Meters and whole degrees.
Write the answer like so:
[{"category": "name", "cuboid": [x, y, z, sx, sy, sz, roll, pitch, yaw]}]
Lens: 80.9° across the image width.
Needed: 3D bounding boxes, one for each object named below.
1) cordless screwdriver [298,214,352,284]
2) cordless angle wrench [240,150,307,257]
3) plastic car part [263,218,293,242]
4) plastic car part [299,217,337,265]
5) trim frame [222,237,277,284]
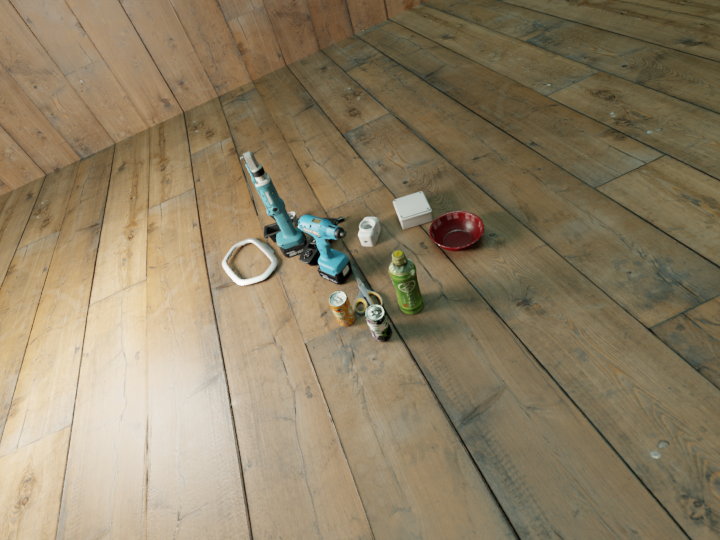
[{"category": "cordless screwdriver", "cuboid": [-0.085, -0.059, 1.280, 0.168, 0.237, 0.074, 20, 57, 34]}, {"category": "cordless angle wrench", "cuboid": [-0.282, -0.213, 1.386, 0.098, 0.403, 0.077, -18, 44, 3]}, {"category": "plastic car part", "cuboid": [-0.291, -0.139, 1.560, 0.118, 0.067, 0.068, -14, 45, 9]}, {"category": "plastic car part", "cuboid": [-0.143, -0.093, 1.459, 0.070, 0.064, 0.203, 12, 55, 30]}, {"category": "trim frame", "cuboid": [-0.402, -0.035, 1.538, 0.182, 0.026, 0.263, -39, 47, -15]}]
